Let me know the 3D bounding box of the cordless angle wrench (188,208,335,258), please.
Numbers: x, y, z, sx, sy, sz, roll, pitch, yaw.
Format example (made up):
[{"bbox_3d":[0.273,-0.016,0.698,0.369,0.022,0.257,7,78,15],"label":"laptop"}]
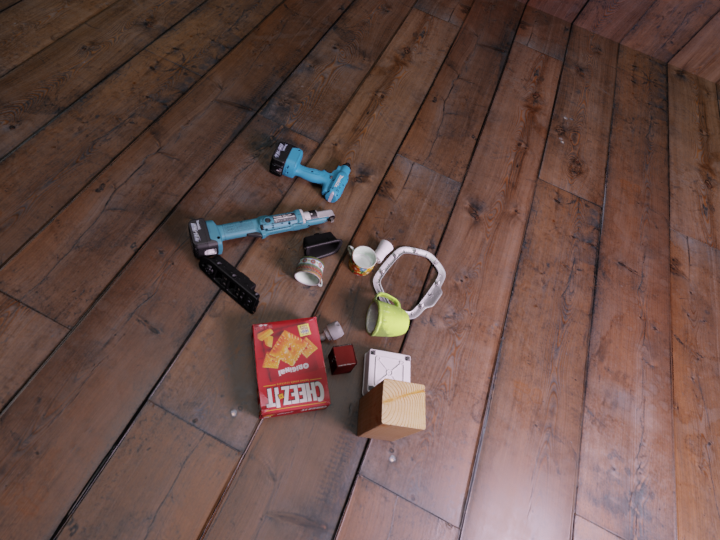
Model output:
[{"bbox_3d":[-0.270,-0.127,1.213,0.412,0.073,0.101,-14,65,-21],"label":"cordless angle wrench"}]

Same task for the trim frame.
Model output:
[{"bbox_3d":[0.146,0.029,1.223,0.188,0.027,0.246,37,59,10],"label":"trim frame"}]

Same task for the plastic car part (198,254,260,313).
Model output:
[{"bbox_3d":[-0.339,0.022,1.114,0.207,0.065,0.066,34,49,9],"label":"plastic car part"}]

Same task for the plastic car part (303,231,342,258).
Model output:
[{"bbox_3d":[-0.119,-0.078,1.220,0.113,0.064,0.074,-19,53,-25],"label":"plastic car part"}]

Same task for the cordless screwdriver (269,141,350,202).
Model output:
[{"bbox_3d":[-0.156,-0.330,1.351,0.249,0.074,0.160,25,58,0],"label":"cordless screwdriver"}]
